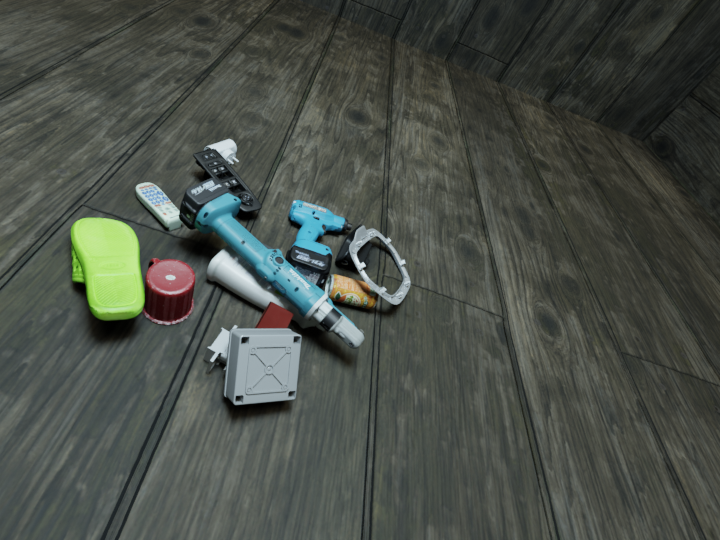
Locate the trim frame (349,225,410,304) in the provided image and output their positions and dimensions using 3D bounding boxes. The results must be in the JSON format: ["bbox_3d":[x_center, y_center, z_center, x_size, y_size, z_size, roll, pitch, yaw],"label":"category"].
[{"bbox_3d":[0.049,-0.019,0.958,0.185,0.028,0.244,51,28,0],"label":"trim frame"}]

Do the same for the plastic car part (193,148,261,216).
[{"bbox_3d":[-0.318,-0.199,1.001,0.209,0.067,0.064,45,37,15],"label":"plastic car part"}]

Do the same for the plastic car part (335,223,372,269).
[{"bbox_3d":[-0.009,-0.042,0.999,0.069,0.067,0.118,34,43,-14],"label":"plastic car part"}]

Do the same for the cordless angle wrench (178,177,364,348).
[{"bbox_3d":[-0.161,-0.005,0.789,0.430,0.074,0.096,41,42,8],"label":"cordless angle wrench"}]

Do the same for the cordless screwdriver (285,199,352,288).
[{"bbox_3d":[-0.094,-0.062,0.966,0.156,0.074,0.256,15,39,-13],"label":"cordless screwdriver"}]
